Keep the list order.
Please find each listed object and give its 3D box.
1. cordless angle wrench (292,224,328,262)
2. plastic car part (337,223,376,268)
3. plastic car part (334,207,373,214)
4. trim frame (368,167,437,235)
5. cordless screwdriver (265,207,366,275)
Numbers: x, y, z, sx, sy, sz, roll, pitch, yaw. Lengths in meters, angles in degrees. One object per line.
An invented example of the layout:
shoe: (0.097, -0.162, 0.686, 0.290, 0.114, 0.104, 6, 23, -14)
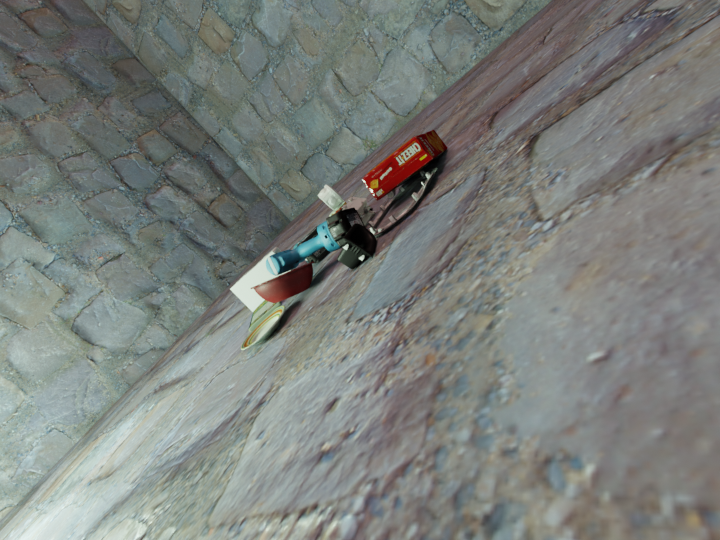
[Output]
cordless angle wrench: (-0.175, -0.074, 1.363, 0.097, 0.073, 0.432, -45, 12, -11)
plastic car part: (-0.012, -0.042, 0.845, 0.071, 0.066, 0.117, -54, 4, 21)
plastic car part: (-0.056, -0.139, 1.244, 0.207, 0.065, 0.066, -32, 22, 48)
trim frame: (0.091, -0.156, 0.947, 0.189, 0.027, 0.247, -28, 18, 44)
cordless screwdriver: (-0.101, -0.066, 1.036, 0.254, 0.074, 0.155, -26, 0, 26)
